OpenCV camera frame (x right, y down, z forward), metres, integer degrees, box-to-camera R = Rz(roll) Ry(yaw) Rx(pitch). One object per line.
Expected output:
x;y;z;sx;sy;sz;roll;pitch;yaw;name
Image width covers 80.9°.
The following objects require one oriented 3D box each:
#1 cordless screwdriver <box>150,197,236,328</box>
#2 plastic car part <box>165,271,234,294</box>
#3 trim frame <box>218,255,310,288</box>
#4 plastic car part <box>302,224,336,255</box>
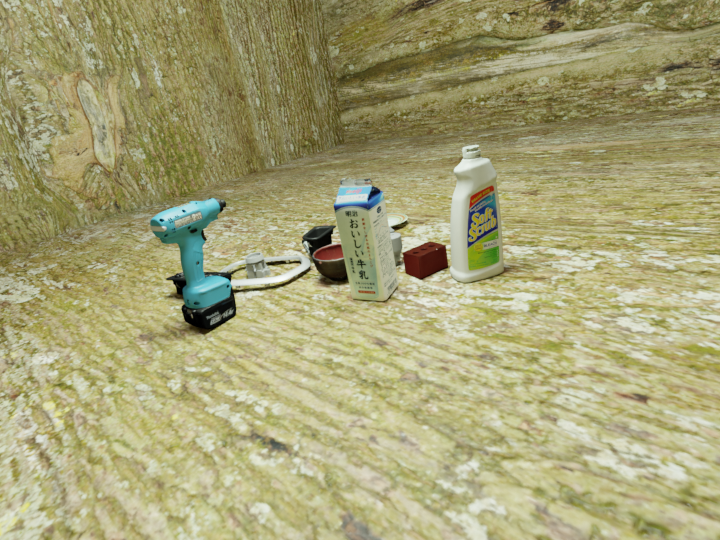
-0.313;-0.019;0.857;0.078;0.242;0.155;5;25;37;cordless screwdriver
-0.383;0.032;1.004;0.213;0.065;0.065;5;26;36;plastic car part
-0.246;0.000;1.062;0.253;0.027;0.186;-7;23;12;trim frame
-0.108;-0.071;1.105;0.068;0.069;0.116;-3;23;21;plastic car part
